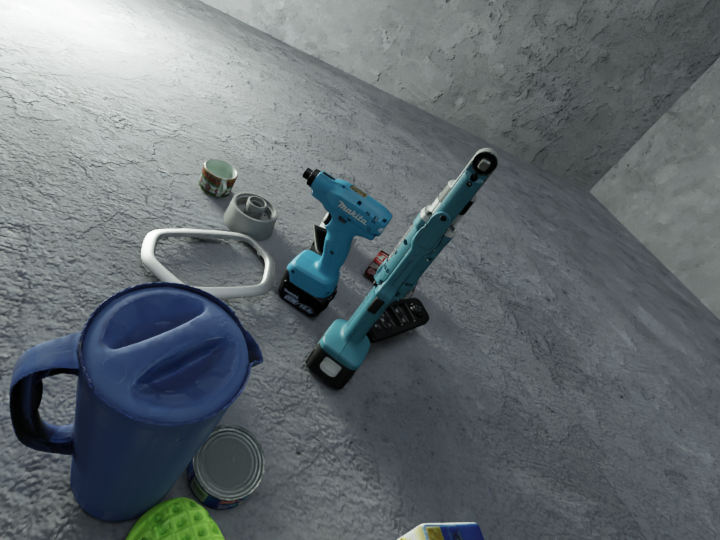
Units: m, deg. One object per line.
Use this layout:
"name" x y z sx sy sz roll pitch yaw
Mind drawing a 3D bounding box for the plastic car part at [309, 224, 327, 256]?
"plastic car part" -0.079 -0.029 0.866 0.064 0.071 0.120 19 35 -19

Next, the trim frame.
"trim frame" -0.260 -0.018 0.752 0.237 0.027 0.193 -2 45 -39

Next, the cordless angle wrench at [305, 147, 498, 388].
"cordless angle wrench" 0.050 0.010 0.592 0.075 0.422 0.097 36 33 3

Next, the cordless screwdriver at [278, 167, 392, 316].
"cordless screwdriver" -0.072 -0.047 0.733 0.161 0.248 0.073 36 33 5

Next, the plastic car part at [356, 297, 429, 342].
"plastic car part" 0.061 0.099 0.807 0.194 0.067 0.069 -11 53 -45
